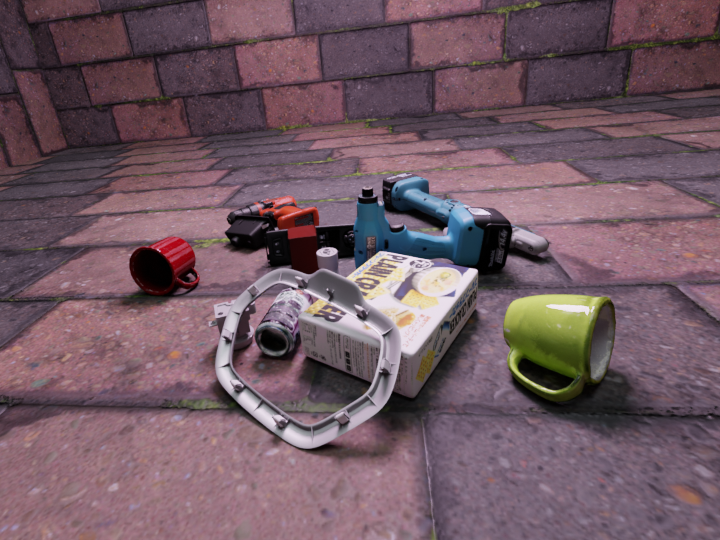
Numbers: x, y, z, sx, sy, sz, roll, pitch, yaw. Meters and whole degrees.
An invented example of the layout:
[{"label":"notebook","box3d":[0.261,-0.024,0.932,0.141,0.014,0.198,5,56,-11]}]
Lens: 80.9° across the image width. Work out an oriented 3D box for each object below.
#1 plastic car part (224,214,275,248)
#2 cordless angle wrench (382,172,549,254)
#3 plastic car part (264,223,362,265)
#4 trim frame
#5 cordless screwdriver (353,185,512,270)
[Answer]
[{"label":"plastic car part","box3d":[-0.247,-0.078,0.919,0.122,0.063,0.070,8,43,33]},{"label":"cordless angle wrench","box3d":[0.196,-0.120,0.883,0.095,0.072,0.447,-18,31,-24]},{"label":"plastic car part","box3d":[-0.081,-0.053,0.829,0.204,0.066,0.066,-6,-1,3]},{"label":"trim frame","box3d":[-0.072,0.082,0.486,0.263,0.026,0.184,22,69,37]},{"label":"cordless screwdriver","box3d":[0.113,-0.068,0.700,0.249,0.155,0.076,-4,24,1]}]
